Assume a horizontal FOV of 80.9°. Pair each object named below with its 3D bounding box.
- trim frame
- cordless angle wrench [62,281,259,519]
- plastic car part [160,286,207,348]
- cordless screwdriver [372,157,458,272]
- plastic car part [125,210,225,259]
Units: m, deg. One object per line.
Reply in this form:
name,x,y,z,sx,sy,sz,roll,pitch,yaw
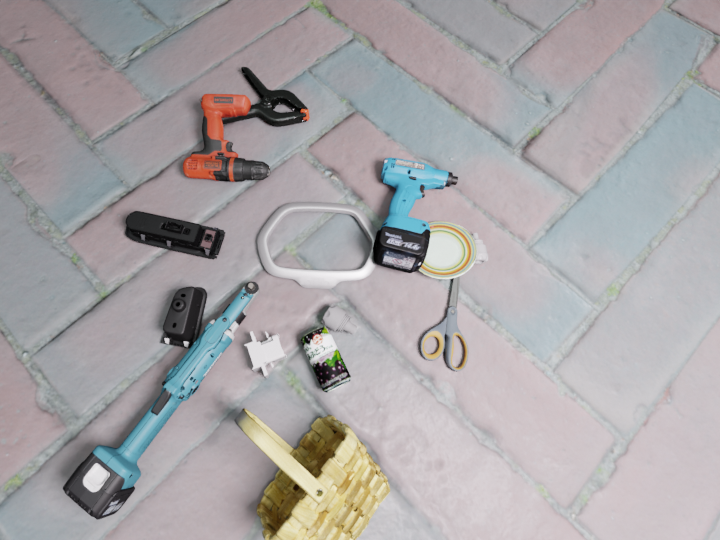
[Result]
trim frame,-0.083,-0.054,0.849,0.248,0.027,0.188,2,67,-1
cordless angle wrench,-0.305,0.190,0.723,0.076,0.096,0.422,30,67,8
plastic car part,-0.325,0.077,0.771,0.066,0.070,0.118,9,72,-1
cordless screwdriver,0.111,-0.117,0.839,0.160,0.072,0.253,9,59,2
plastic car part,-0.380,-0.076,0.841,0.206,0.065,0.067,11,76,7
